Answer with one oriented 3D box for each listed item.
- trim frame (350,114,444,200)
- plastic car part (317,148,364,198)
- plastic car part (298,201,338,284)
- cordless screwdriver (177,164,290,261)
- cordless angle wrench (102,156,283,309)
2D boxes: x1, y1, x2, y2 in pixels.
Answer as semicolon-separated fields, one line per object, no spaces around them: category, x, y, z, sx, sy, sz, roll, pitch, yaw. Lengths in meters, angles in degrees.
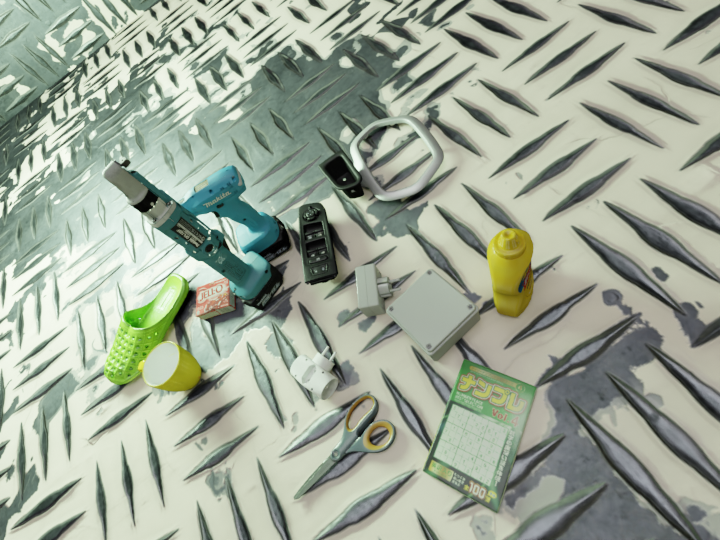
trim frame;0.070;-0.249;0.918;0.185;0.026;0.260;-30;55;8
plastic car part;-0.031;-0.194;0.910;0.066;0.067;0.122;-35;55;3
plastic car part;-0.084;-0.055;0.862;0.067;0.063;0.211;-21;57;12
cordless screwdriver;-0.258;-0.095;0.859;0.160;0.236;0.078;-28;56;7
cordless angle wrench;-0.277;-0.050;0.742;0.078;0.401;0.098;30;78;32
